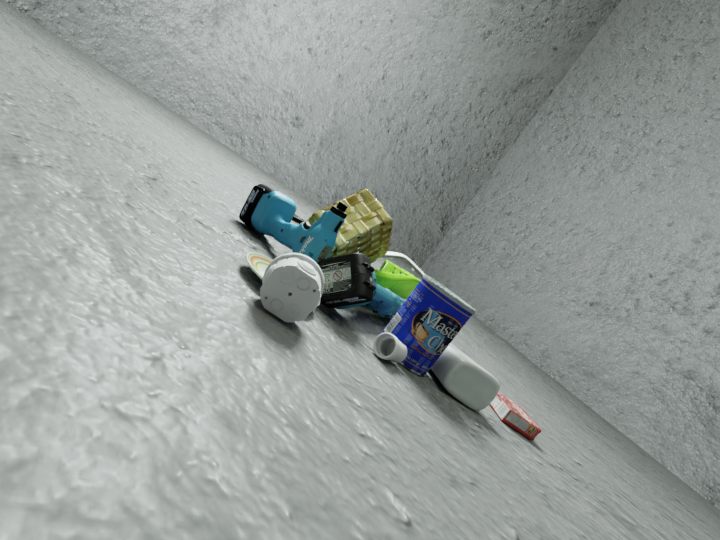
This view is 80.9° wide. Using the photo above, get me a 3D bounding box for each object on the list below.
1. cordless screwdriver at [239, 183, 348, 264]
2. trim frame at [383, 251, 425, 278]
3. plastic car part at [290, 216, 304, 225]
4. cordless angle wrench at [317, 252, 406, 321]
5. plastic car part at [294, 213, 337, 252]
[{"bbox_3d":[-0.132,-0.101,0.824,0.070,0.159,0.263,24,12,-47],"label":"cordless screwdriver"},{"bbox_3d":[0.084,0.025,1.091,0.237,0.027,0.192,1,51,-34],"label":"trim frame"},{"bbox_3d":[-0.179,-0.095,1.002,0.113,0.066,0.073,30,23,-17],"label":"plastic car part"},{"bbox_3d":[0.047,0.065,0.850,0.401,0.101,0.076,33,50,-60],"label":"cordless angle wrench"},{"bbox_3d":[-0.106,-0.069,1.082,0.203,0.067,0.066,31,0,-1],"label":"plastic car part"}]
